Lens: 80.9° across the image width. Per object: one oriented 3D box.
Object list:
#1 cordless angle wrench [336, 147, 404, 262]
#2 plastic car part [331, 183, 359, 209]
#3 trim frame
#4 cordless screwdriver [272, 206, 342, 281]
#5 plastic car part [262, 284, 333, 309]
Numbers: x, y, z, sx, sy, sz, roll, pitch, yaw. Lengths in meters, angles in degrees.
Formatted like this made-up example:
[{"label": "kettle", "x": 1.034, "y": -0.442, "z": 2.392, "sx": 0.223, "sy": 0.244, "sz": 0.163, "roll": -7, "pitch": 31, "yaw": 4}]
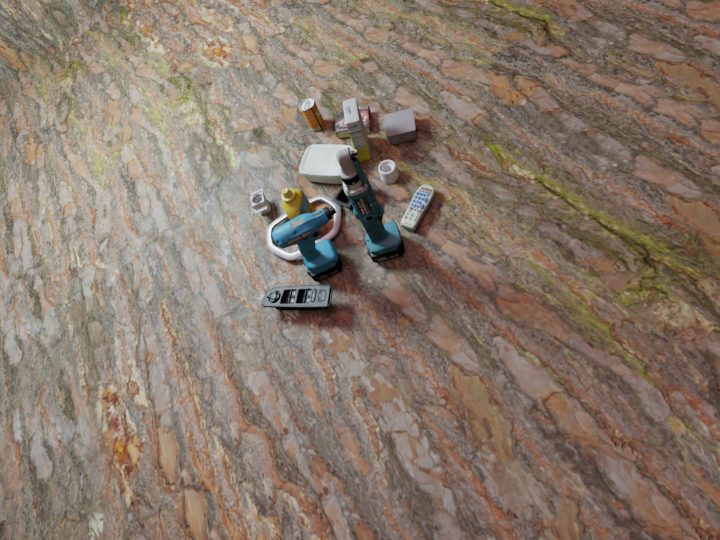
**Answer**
[{"label": "cordless angle wrench", "x": 0.017, "y": -0.141, "z": 0.971, "sx": 0.099, "sy": 0.403, "sz": 0.077, "roll": -16, "pitch": 63, "yaw": 10}, {"label": "plastic car part", "x": -0.019, "y": -0.222, "z": 1.220, "sx": 0.069, "sy": 0.067, "sz": 0.116, "roll": 27, "pitch": 77, "yaw": 27}, {"label": "trim frame", "x": -0.168, "y": -0.130, "z": 1.255, "sx": 0.249, "sy": 0.026, "sz": 0.193, "roll": -32, "pitch": 59, "yaw": 3}, {"label": "cordless screwdriver", "x": -0.105, "y": -0.069, "z": 1.079, "sx": 0.160, "sy": 0.237, "sz": 0.077, "roll": -26, "pitch": 61, "yaw": 5}, {"label": "plastic car part", "x": -0.165, "y": 0.077, "z": 1.132, "sx": 0.209, "sy": 0.064, "sz": 0.067, "roll": -1, "pitch": 66, "yaw": 20}]
